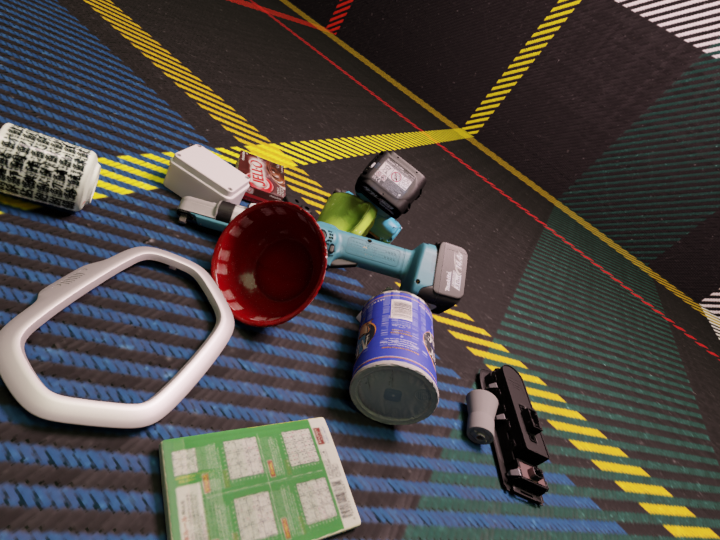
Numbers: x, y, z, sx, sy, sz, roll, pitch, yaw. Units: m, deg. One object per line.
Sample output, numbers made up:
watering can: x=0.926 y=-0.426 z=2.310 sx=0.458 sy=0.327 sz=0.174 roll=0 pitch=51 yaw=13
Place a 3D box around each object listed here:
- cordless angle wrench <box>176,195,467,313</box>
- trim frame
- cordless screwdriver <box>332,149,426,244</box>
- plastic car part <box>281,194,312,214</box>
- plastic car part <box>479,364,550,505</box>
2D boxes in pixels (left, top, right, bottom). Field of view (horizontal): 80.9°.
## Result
cordless angle wrench: x=-0.061 y=-0.040 z=0.623 sx=0.422 sy=0.073 sz=0.099 roll=16 pitch=67 yaw=-2
trim frame: x=-0.238 y=0.055 z=0.444 sx=0.184 sy=0.027 sz=0.249 roll=33 pitch=33 yaw=-3
cordless screwdriver: x=0.019 y=-0.136 z=0.778 sx=0.161 sy=0.074 sz=0.246 roll=39 pitch=-12 yaw=4
plastic car part: x=-0.107 y=-0.082 z=0.706 sx=0.063 sy=0.071 sz=0.122 roll=7 pitch=38 yaw=-36
plastic car part: x=0.221 y=0.214 z=0.611 sx=0.065 sy=0.066 sz=0.208 roll=20 pitch=31 yaw=-12
